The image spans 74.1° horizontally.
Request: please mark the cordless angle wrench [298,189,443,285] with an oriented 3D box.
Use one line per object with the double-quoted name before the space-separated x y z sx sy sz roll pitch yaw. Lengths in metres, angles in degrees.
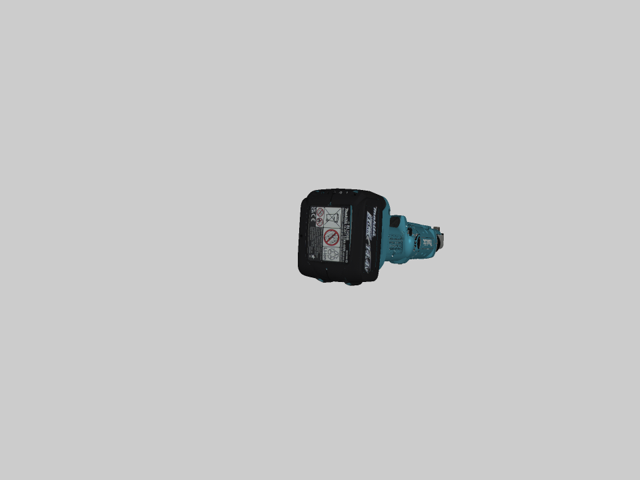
"cordless angle wrench" 0.112 0.000 0.596 0.074 0.098 0.422 4 1 29
